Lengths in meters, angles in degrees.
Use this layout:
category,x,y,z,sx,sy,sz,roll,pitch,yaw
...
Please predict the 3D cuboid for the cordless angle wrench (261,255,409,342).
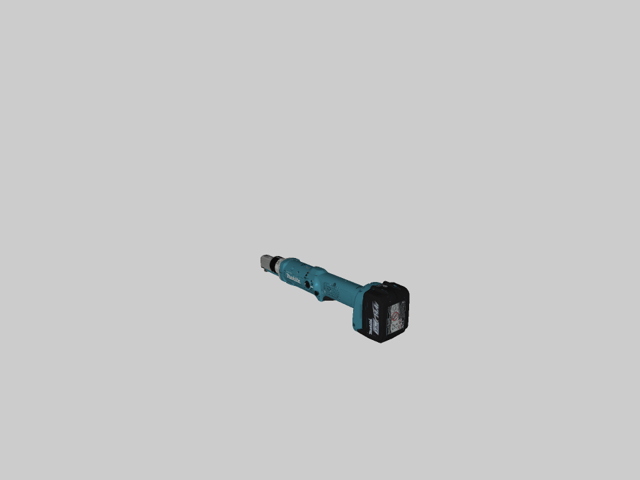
category,x,y,z,sx,sy,sz,roll,pitch,yaw
cordless angle wrench,-0.005,0.089,0.882,0.074,0.098,0.423,-13,20,-38
